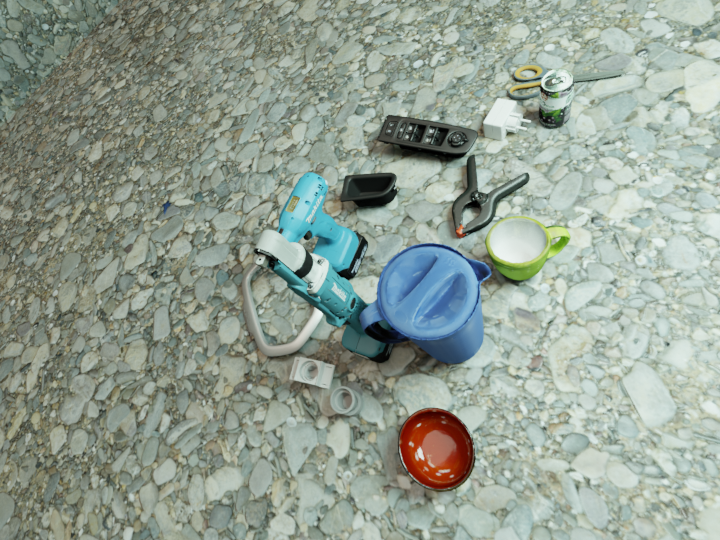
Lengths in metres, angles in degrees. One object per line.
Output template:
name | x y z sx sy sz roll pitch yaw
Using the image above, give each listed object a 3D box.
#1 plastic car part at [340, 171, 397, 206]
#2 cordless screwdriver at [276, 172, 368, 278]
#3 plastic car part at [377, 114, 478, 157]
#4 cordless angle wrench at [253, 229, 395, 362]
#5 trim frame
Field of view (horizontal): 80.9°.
plastic car part | 0.026 -0.162 0.890 0.121 0.067 0.067 1 67 24
cordless screwdriver | -0.076 -0.050 0.781 0.078 0.236 0.159 18 75 27
plastic car part | 0.142 -0.275 0.895 0.213 0.063 0.066 18 74 30
cordless angle wrench | -0.035 0.044 0.618 0.078 0.401 0.098 14 73 26
trim frame | -0.173 0.061 0.896 0.185 0.026 0.260 -31 57 8
